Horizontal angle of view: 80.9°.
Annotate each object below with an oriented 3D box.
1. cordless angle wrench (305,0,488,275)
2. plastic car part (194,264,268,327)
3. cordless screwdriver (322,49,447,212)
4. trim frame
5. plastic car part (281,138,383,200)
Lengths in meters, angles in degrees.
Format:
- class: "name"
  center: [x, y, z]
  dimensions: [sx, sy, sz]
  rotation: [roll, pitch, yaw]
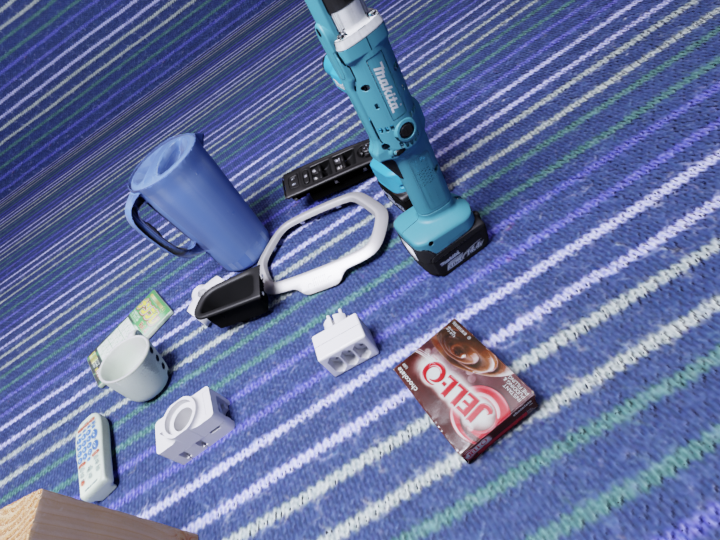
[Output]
- class: "cordless angle wrench"
  center: [0.034, -0.153, 0.446]
  dimensions: [0.098, 0.400, 0.078]
  rotation: [-36, 41, 0]
- class: "plastic car part"
  center: [-0.191, 0.053, 0.662]
  dimensions: [0.118, 0.067, 0.069]
  rotation: [-25, 43, 13]
- class: "cordless screwdriver"
  center: [0.028, -0.204, 0.616]
  dimensions: [0.074, 0.235, 0.168]
  rotation: [-36, 42, -1]
- class: "trim frame"
  center: [-0.068, -0.045, 0.696]
  dimensions: [0.253, 0.026, 0.190]
  rotation: [-21, 45, 17]
- class: "plastic car part"
  center: [-0.039, -0.175, 0.764]
  dimensions: [0.206, 0.063, 0.069]
  rotation: [-24, 43, 14]
